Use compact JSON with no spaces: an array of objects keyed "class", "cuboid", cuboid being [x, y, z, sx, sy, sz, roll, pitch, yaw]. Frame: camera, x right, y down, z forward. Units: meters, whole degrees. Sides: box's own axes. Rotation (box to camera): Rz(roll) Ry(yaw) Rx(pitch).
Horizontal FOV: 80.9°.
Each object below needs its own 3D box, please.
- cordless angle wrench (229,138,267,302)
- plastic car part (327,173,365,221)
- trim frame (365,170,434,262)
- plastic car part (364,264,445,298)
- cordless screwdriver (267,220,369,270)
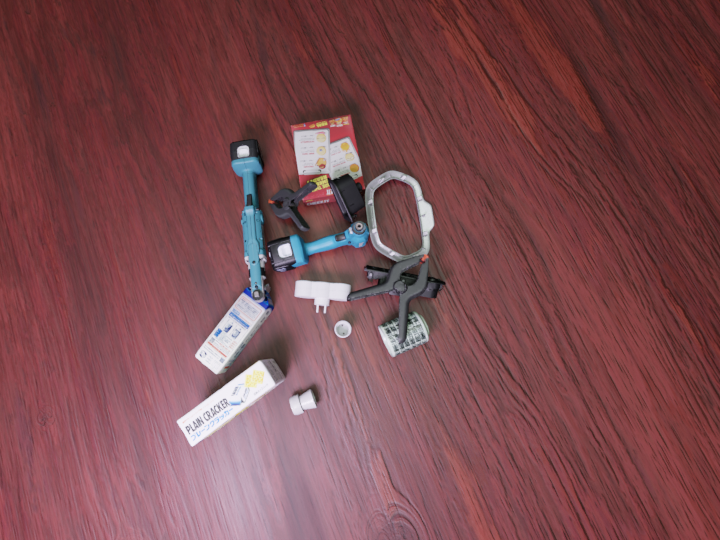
[{"class":"cordless angle wrench","cuboid":[-0.270,-0.127,1.056,0.074,0.095,0.433,-9,70,-2]},{"class":"plastic car part","cuboid":[-0.027,-0.187,1.040,0.070,0.068,0.113,-25,108,-11]},{"class":"trim frame","cuboid":[0.101,-0.138,1.074,0.178,0.028,0.253,-2,75,-21]},{"class":"plastic car part","cuboid":[0.108,0.031,1.040,0.205,0.066,0.067,7,89,4]},{"class":"cordless screwdriver","cuboid":[-0.100,-0.066,1.026,0.249,0.157,0.075,-15,84,0]}]
